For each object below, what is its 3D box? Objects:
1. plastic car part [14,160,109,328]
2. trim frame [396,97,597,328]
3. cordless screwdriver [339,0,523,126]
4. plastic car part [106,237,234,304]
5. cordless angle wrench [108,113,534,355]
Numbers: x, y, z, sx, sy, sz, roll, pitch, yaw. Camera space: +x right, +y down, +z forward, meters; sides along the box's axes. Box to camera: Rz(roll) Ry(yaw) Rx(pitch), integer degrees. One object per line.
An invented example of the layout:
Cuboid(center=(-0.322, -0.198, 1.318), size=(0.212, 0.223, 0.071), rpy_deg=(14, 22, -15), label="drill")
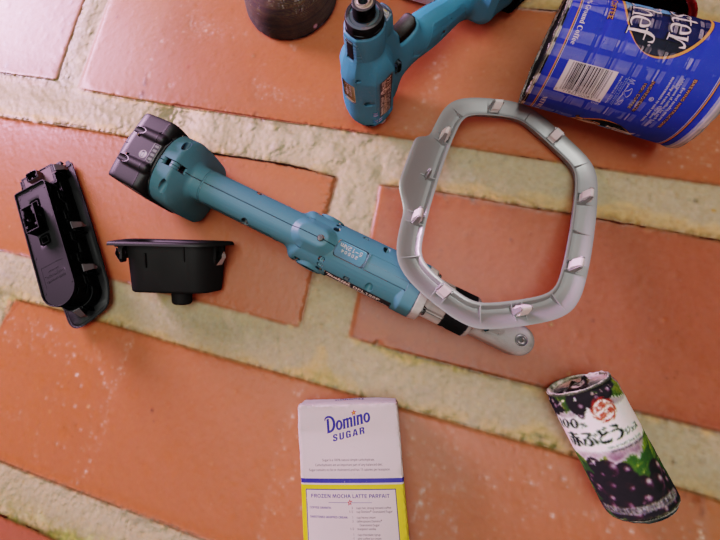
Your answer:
Cuboid(center=(-0.340, -0.036, 0.476), size=(0.066, 0.066, 0.207), rpy_deg=(-25, 79, -5), label="plastic car part")
Cuboid(center=(0.127, -0.065, 0.389), size=(0.186, 0.027, 0.250), rpy_deg=(20, 70, 4), label="trim frame")
Cuboid(center=(0.077, -0.259, 0.399), size=(0.248, 0.156, 0.076), rpy_deg=(-44, 80, -3), label="cordless screwdriver")
Cuboid(center=(-0.196, 0.000, 0.449), size=(0.118, 0.065, 0.070), rpy_deg=(5, 96, 6), label="plastic car part")
Cuboid(center=(-0.040, -0.026, 0.410), size=(0.431, 0.096, 0.074), rpy_deg=(26, 81, 10), label="cordless angle wrench")
